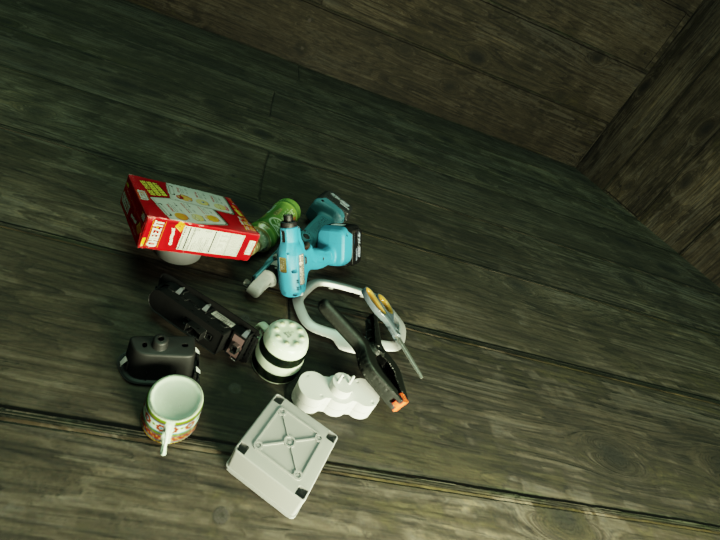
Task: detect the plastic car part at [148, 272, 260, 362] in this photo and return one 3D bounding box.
[{"bbox_3d":[-0.266,0.080,0.684,0.209,0.066,0.065,32,26,15],"label":"plastic car part"}]

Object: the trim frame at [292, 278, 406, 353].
[{"bbox_3d":[-0.021,0.091,0.862,0.242,0.027,0.190,16,33,-15],"label":"trim frame"}]

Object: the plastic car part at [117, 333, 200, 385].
[{"bbox_3d":[-0.287,0.123,0.615,0.112,0.070,0.069,9,35,-27],"label":"plastic car part"}]

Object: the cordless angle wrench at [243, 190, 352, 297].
[{"bbox_3d":[-0.136,-0.063,0.966,0.098,0.074,0.421,36,37,-2],"label":"cordless angle wrench"}]

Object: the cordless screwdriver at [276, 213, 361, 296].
[{"bbox_3d":[-0.087,-0.057,0.887,0.078,0.156,0.242,7,19,29],"label":"cordless screwdriver"}]
